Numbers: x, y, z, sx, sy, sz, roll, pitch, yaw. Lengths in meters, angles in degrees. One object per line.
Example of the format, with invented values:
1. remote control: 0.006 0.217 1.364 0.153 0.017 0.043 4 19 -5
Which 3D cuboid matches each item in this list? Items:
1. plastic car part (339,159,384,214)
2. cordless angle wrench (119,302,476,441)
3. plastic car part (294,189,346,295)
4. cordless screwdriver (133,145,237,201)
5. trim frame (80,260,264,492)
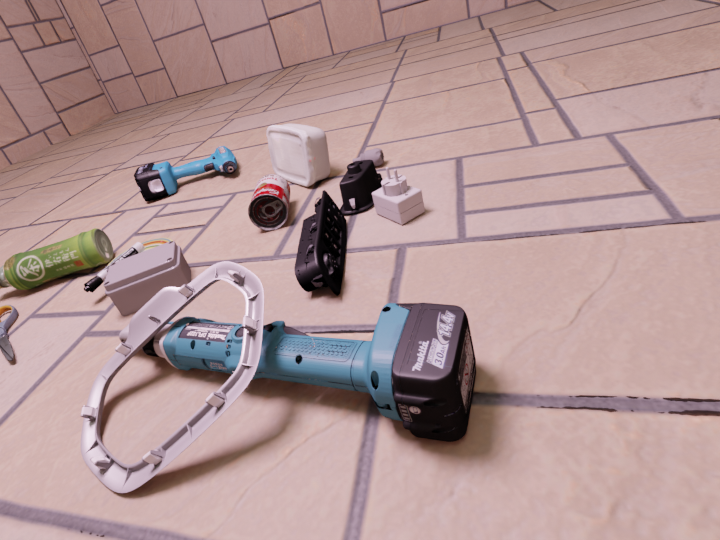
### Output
1. plastic car part: -0.002 -0.152 0.724 0.068 0.068 0.116 -2 33 25
2. cordless angle wrench: -0.109 0.081 0.439 0.440 0.071 0.098 -1 36 28
3. plastic car part: -0.058 -0.038 0.591 0.068 0.063 0.209 -22 32 10
4. cordless screwdriver: -0.434 -0.246 1.066 0.245 0.071 0.167 -21 33 -12
5. trim frame: -0.192 0.093 0.422 0.249 0.026 0.195 -44 46 3
